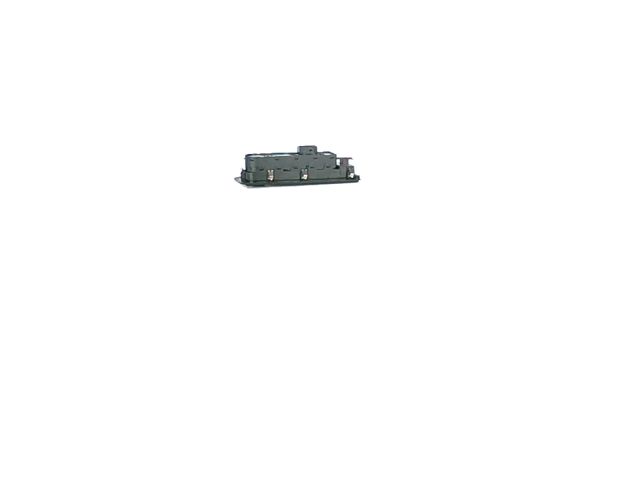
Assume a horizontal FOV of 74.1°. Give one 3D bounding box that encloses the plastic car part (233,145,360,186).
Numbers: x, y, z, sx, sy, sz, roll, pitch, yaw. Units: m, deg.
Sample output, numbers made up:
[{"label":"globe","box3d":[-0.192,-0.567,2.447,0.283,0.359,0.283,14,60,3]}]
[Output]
[{"label":"plastic car part","box3d":[-0.037,-0.118,0.685,0.202,0.067,0.066,-9,29,-18]}]
